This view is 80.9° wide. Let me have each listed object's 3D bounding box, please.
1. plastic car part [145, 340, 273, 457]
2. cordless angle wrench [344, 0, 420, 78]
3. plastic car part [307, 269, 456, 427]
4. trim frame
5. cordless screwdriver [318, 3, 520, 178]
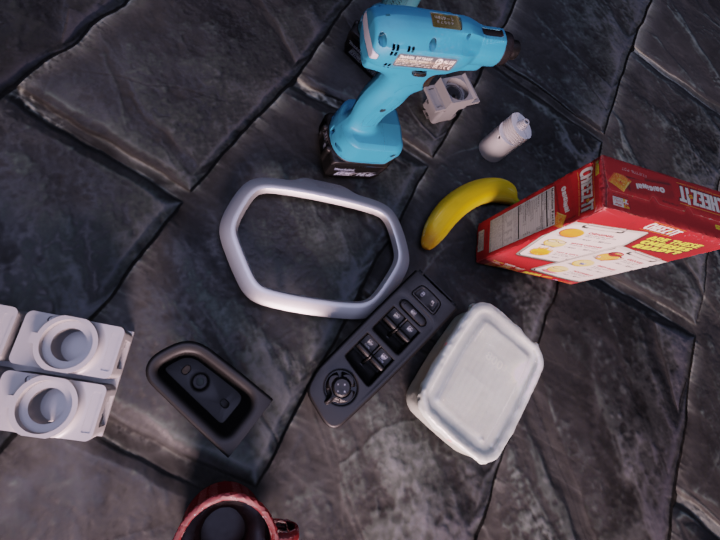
[{"bbox_3d":[-0.158,0.120,0.433,0.116,0.071,0.065,41,67,-1],"label":"plastic car part"},{"bbox_3d":[0.094,-0.384,0.470,0.098,0.427,0.074,46,66,-4],"label":"cordless angle wrench"},{"bbox_3d":[0.017,0.089,0.492,0.201,0.067,0.066,-43,90,-23],"label":"plastic car part"},{"bbox_3d":[-0.052,-0.034,0.534,0.243,0.028,0.187,8,71,-12],"label":"trim frame"},{"bbox_3d":[0.046,-0.192,0.491,0.155,0.251,0.076,-2,77,-19],"label":"cordless screwdriver"}]
